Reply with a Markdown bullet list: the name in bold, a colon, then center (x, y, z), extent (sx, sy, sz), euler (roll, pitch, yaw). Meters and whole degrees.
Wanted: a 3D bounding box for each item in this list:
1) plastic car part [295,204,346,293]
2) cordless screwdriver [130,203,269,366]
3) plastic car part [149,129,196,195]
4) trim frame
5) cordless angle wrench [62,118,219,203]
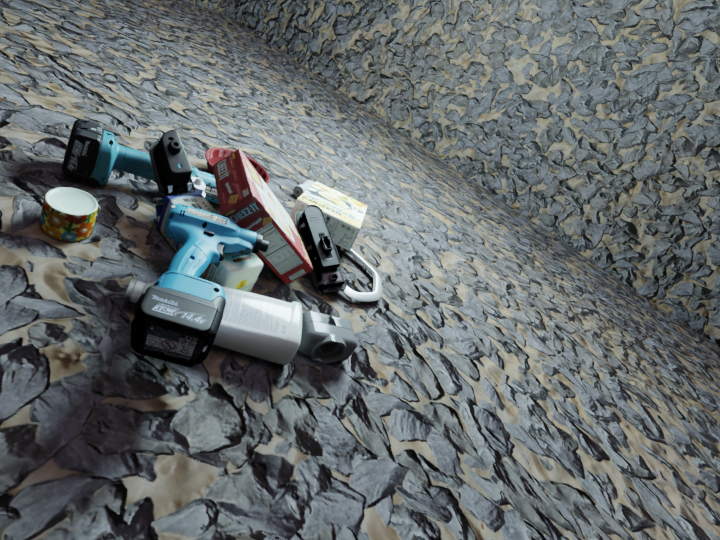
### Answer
- **plastic car part**: center (-0.085, -0.056, 0.871), extent (0.065, 0.066, 0.211), euler (-13, 61, -18)
- **cordless screwdriver**: center (-0.208, 0.008, 0.580), extent (0.154, 0.074, 0.258), euler (15, 36, -19)
- **plastic car part**: center (-0.338, -0.202, 0.761), extent (0.063, 0.073, 0.118), euler (-15, 82, -38)
- **trim frame**: center (-0.053, -0.017, 0.945), extent (0.257, 0.027, 0.178), euler (42, 29, 17)
- **cordless angle wrench**: center (-0.356, -0.183, 0.860), extent (0.401, 0.098, 0.078), euler (13, 30, -36)
